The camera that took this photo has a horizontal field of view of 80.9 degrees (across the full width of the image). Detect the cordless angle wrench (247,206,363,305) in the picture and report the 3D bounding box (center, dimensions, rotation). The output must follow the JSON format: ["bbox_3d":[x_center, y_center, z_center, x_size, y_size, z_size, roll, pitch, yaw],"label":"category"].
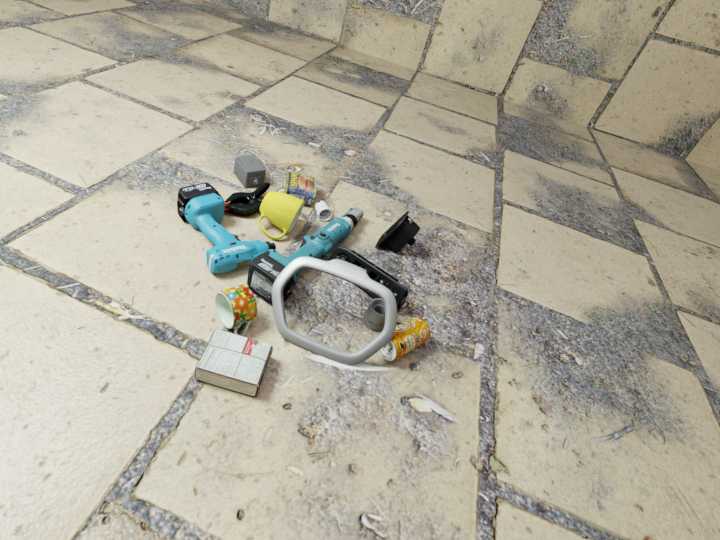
[{"bbox_3d":[-0.099,-0.065,1.011,0.101,0.073,0.416,30,39,14],"label":"cordless angle wrench"}]

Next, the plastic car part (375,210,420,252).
[{"bbox_3d":[0.104,-0.088,1.079,0.070,0.118,0.066,43,40,-9],"label":"plastic car part"}]

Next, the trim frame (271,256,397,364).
[{"bbox_3d":[-0.052,0.072,0.808,0.251,0.184,0.027,21,-1,6],"label":"trim frame"}]

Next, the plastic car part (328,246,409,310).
[{"bbox_3d":[0.020,0.007,0.969,0.210,0.065,0.065,32,32,19],"label":"plastic car part"}]

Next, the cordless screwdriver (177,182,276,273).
[{"bbox_3d":[-0.317,-0.104,0.982,0.154,0.073,0.261,-18,54,-35],"label":"cordless screwdriver"}]
